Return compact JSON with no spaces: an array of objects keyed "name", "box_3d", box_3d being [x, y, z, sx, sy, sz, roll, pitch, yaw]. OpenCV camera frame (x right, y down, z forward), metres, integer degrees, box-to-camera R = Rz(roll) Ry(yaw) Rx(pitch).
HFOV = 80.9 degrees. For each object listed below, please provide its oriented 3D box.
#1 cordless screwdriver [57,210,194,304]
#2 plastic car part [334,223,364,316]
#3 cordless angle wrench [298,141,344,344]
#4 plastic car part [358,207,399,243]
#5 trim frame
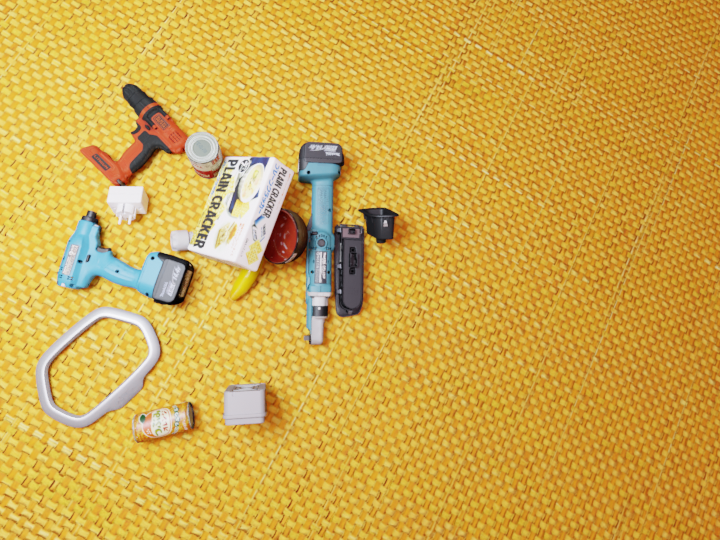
[{"name":"cordless screwdriver","box_3d":[-0.464,-0.023,0.848,0.248,0.074,0.160,12,81,-1]},{"name":"plastic car part","box_3d":[-0.019,-0.002,0.905,0.065,0.068,0.204,3,84,-17]},{"name":"cordless angle wrench","box_3d":[-0.088,-0.058,0.900,0.097,0.075,0.425,2,84,-9]},{"name":"plastic car part","box_3d":[0.041,-0.095,0.905,0.065,0.120,0.069,-6,109,-11]},{"name":"trim frame","box_3d":[-0.516,0.187,0.833,0.185,0.027,0.247,44,77,2]}]
